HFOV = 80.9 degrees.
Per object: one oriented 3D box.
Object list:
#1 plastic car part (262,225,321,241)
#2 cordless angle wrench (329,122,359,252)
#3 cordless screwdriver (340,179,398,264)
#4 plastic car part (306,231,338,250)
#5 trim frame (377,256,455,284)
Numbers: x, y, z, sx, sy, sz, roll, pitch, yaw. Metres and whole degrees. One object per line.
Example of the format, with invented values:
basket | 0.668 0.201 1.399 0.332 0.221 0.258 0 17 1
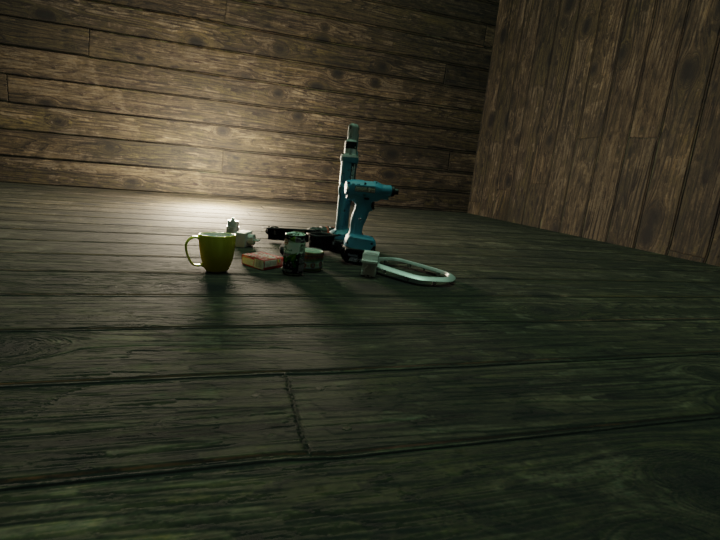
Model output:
plastic car part | -0.245 -0.125 1.477 0.209 0.066 0.065 9 12 16
cordless angle wrench | -0.046 -0.271 1.405 0.078 0.419 0.093 15 14 41
cordless screwdriver | 0.023 -0.142 1.260 0.157 0.246 0.076 4 11 -8
plastic car part | -0.132 -0.086 1.350 0.069 0.070 0.112 12 14 28
trim frame | 0.142 -0.001 1.185 0.262 0.027 0.176 16 17 39
